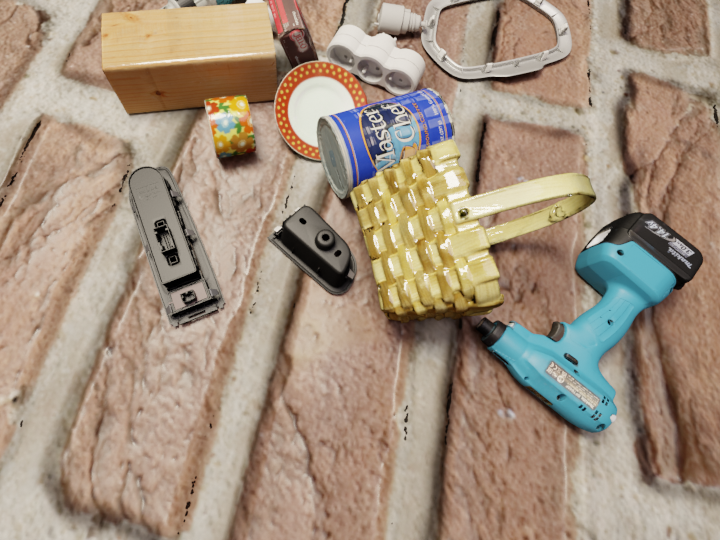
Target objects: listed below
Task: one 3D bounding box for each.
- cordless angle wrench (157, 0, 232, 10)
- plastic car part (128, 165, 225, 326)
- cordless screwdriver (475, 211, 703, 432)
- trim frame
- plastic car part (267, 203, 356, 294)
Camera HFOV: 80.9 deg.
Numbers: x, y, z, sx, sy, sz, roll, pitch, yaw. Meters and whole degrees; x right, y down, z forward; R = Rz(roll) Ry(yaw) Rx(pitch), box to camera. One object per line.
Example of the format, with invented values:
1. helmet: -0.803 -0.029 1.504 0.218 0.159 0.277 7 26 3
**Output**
1. cordless angle wrench: -0.148 -0.467 0.635 0.420 0.097 0.075 -41 85 -12
2. plastic car part: -0.229 -0.041 0.495 0.066 0.065 0.209 -24 72 -6
3. cordless screwdriver: 0.260 0.036 0.493 0.162 0.073 0.248 38 76 9
4. trim frame: 0.212 -0.374 0.657 0.245 0.027 0.189 -15 73 -11
5. plastic car part: -0.049 -0.032 0.496 0.119 0.070 0.065 42 74 12
